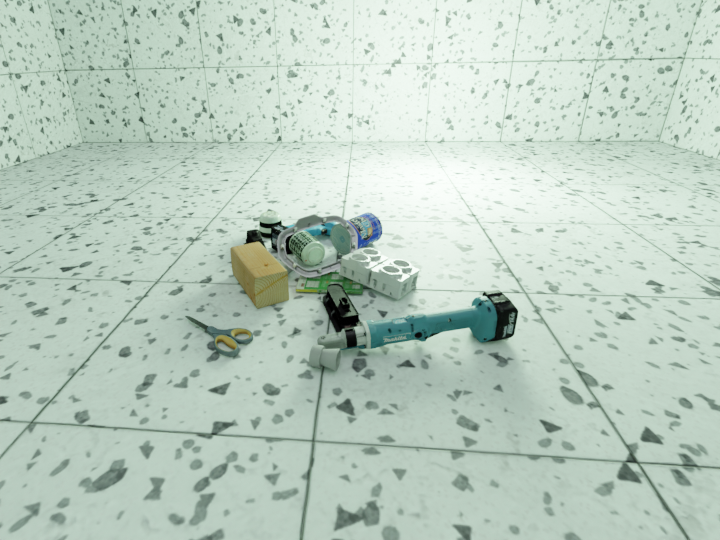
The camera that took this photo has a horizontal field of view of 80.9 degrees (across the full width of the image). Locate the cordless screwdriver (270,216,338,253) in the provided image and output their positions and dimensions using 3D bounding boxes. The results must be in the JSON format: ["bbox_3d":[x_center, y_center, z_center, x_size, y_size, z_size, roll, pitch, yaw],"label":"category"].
[{"bbox_3d":[-0.164,-0.118,1.395,0.168,0.073,0.240,23,32,38],"label":"cordless screwdriver"}]

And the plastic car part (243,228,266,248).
[{"bbox_3d":[-0.339,-0.098,1.364,0.064,0.069,0.122,-12,26,-20],"label":"plastic car part"}]

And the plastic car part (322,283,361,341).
[{"bbox_3d":[-0.045,0.091,1.005,0.065,0.065,0.212,-15,27,-13],"label":"plastic car part"}]

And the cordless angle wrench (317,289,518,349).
[{"bbox_3d":[0.116,0.123,0.905,0.419,0.095,0.077,-8,30,-6],"label":"cordless angle wrench"}]

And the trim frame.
[{"bbox_3d":[-0.119,-0.078,1.220,0.243,0.027,0.190,-21,68,-19],"label":"trim frame"}]
